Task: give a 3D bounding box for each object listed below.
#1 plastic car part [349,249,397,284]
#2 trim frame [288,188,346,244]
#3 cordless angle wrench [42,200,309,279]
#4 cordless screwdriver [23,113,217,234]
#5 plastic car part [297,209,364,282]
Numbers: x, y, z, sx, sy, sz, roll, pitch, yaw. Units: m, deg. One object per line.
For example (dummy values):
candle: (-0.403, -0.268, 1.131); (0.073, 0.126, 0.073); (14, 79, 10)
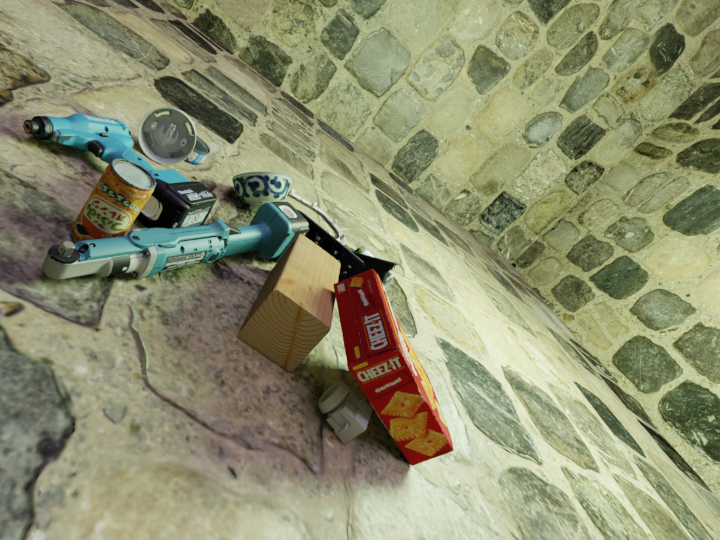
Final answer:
plastic car part: (0.015, 0.000, 0.924); (0.120, 0.071, 0.064); (13, 0, 15)
trim frame: (-0.130, -0.142, 1.055); (0.236, 0.028, 0.192); (30, 23, -31)
cordless angle wrench: (-0.220, -0.039, 0.592); (0.076, 0.098, 0.410); (45, 25, 11)
cordless screwdriver: (-0.341, -0.143, 0.611); (0.254, 0.074, 0.156); (39, 20, 10)
plastic car part: (-0.087, -0.057, 0.893); (0.202, 0.066, 0.067); (39, 10, -2)
